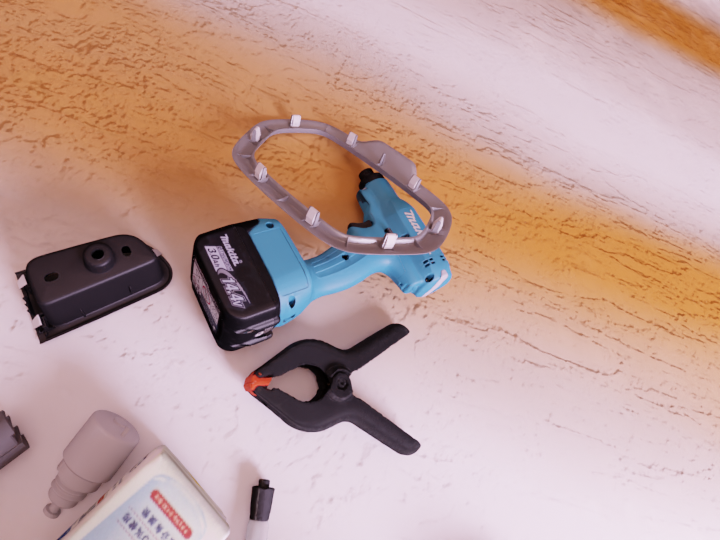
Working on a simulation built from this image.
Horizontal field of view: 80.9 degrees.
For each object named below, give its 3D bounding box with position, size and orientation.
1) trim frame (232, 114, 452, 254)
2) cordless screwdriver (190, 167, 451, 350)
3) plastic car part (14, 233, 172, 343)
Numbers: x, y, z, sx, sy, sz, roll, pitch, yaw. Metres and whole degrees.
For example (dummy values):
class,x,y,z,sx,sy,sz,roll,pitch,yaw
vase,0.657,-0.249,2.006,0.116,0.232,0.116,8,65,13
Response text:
class,x,y,z,sx,sy,sz,roll,pitch,yaw
trim frame,-0.019,-0.099,0.436,0.260,0.027,0.179,40,45,26
cordless screwdriver,-0.041,-0.027,0.420,0.241,0.074,0.165,-15,64,-28
plastic car part,-0.218,0.001,0.347,0.114,0.071,0.067,-25,81,-24
